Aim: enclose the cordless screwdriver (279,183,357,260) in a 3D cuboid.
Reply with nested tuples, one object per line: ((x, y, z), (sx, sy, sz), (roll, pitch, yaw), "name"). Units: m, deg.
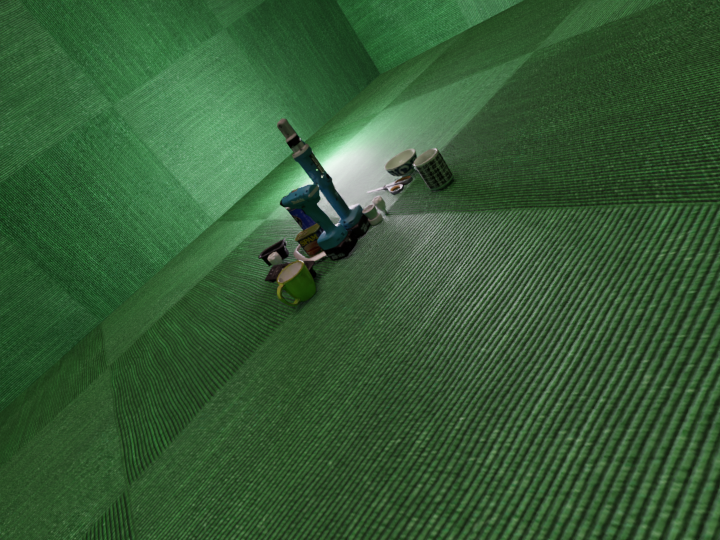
((-0.131, -0.143, 1.274), (0.166, 0.240, 0.074), (-11, 34, 47), "cordless screwdriver")

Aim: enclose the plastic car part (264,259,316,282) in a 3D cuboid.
((-0.212, 0.013, 1.324), (0.211, 0.064, 0.066), (-12, 35, 43), "plastic car part")

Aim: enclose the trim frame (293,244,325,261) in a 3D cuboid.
((-0.142, -0.093, 1.450), (0.183, 0.026, 0.260), (-43, 26, -10), "trim frame")

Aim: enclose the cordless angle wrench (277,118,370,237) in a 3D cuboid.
((-0.116, -0.275, 1.277), (0.077, 0.407, 0.098), (-20, 27, 37), "cordless angle wrench")

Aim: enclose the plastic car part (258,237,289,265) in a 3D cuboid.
((-0.310, -0.057, 1.559), (0.118, 0.068, 0.067), (-29, 25, 18), "plastic car part")
